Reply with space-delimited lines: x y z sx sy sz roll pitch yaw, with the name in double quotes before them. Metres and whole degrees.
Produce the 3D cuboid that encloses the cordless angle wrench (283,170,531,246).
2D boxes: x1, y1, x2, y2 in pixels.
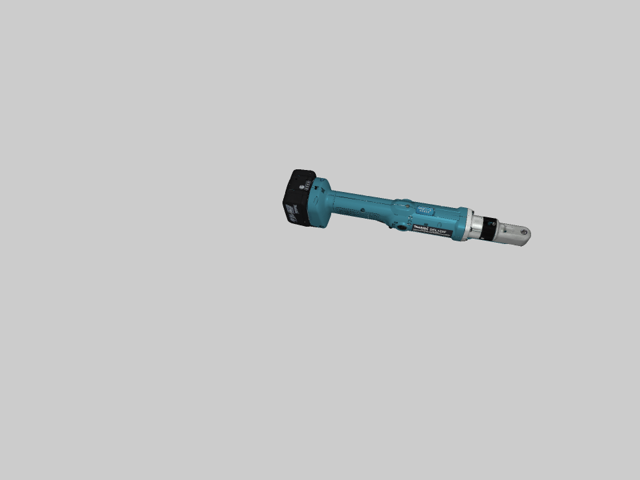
"cordless angle wrench" 0.147 -0.043 0.751 0.423 0.074 0.098 10 -26 11
